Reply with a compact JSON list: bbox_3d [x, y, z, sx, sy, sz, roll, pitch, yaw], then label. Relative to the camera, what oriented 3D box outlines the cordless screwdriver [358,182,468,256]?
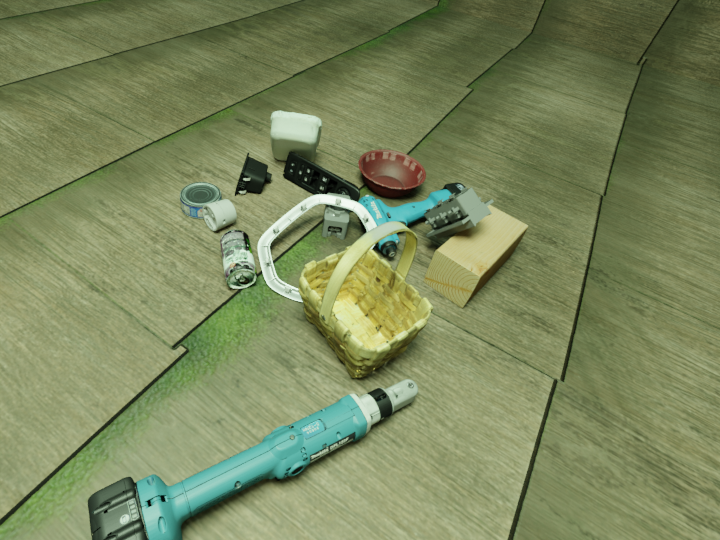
[{"bbox_3d":[0.130,-0.105,0.893,0.244,0.072,0.167,-10,49,-13],"label":"cordless screwdriver"}]

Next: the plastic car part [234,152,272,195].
[{"bbox_3d":[-0.238,-0.217,0.959,0.069,0.066,0.120,19,40,-14],"label":"plastic car part"}]

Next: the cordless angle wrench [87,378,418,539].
[{"bbox_3d":[-0.092,0.224,0.522,0.410,0.096,0.078,-17,49,-29],"label":"cordless angle wrench"}]

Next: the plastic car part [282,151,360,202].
[{"bbox_3d":[-0.082,-0.201,0.967,0.212,0.066,0.064,34,23,24],"label":"plastic car part"}]

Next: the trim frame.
[{"bbox_3d":[-0.078,-0.051,0.793,0.190,0.027,0.246,41,66,16],"label":"trim frame"}]
